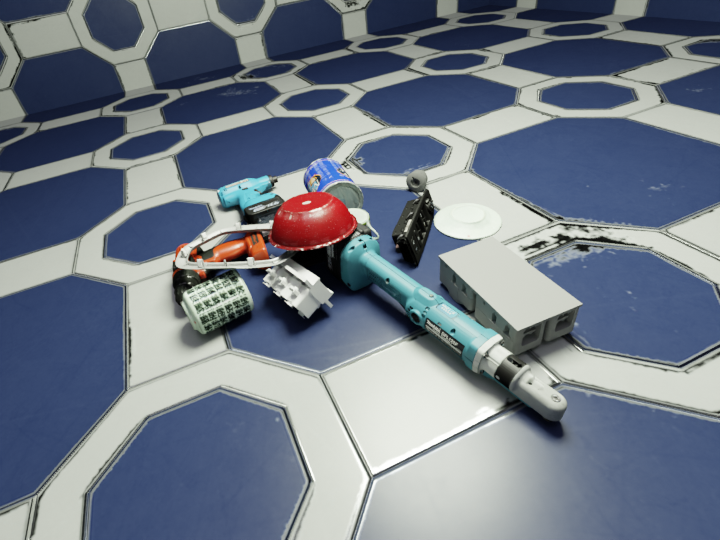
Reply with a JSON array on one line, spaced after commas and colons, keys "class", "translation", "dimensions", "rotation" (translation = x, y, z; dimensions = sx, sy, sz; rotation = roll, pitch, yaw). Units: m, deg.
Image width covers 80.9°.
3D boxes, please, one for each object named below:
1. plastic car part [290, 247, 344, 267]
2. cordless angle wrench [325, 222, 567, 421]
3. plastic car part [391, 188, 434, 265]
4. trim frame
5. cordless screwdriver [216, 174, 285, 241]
[{"class": "plastic car part", "translation": [-0.081, -0.053, 0.827], "dimensions": [0.118, 0.065, 0.071], "rotation": [-15, 15, 10]}, {"class": "cordless angle wrench", "translation": [0.100, 0.059, 0.632], "dimensions": [0.072, 0.095, 0.448], "rotation": [-26, 44, -28]}, {"class": "plastic car part", "translation": [0.106, -0.091, 0.845], "dimensions": [0.069, 0.064, 0.203], "rotation": [-15, 31, 37]}, {"class": "trim frame", "translation": [-0.220, -0.046, 0.776], "dimensions": [0.255, 0.026, 0.186], "rotation": [0, 33, 14]}, {"class": "cordless screwdriver", "translation": [-0.231, -0.164, 1.000], "dimensions": [0.156, 0.071, 0.263], "rotation": [-26, 37, -20]}]
